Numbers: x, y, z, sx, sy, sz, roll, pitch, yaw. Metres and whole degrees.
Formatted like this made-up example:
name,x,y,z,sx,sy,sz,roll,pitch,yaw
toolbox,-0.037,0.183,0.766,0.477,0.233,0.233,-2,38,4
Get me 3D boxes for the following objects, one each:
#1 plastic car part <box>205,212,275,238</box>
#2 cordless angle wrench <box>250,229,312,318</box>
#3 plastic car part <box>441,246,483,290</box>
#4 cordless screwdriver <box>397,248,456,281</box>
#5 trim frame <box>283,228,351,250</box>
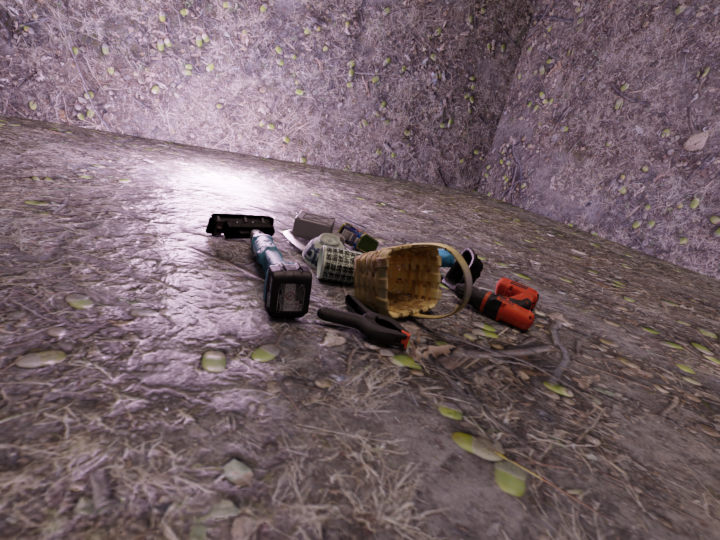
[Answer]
name,x,y,z,sx,sy,sz,roll,pitch,yaw
plastic car part,-0.315,-0.118,1.161,0.194,0.065,0.071,-7,37,-44
cordless angle wrench,-0.202,-0.027,0.937,0.072,0.097,0.443,2,18,-23
plastic car part,0.285,0.006,1.121,0.067,0.116,0.069,30,8,-30
cordless screwdriver,0.138,-0.023,1.138,0.167,0.074,0.238,2,9,38
trim frame,-0.119,-0.078,1.222,0.176,0.027,0.262,-1,22,-32
